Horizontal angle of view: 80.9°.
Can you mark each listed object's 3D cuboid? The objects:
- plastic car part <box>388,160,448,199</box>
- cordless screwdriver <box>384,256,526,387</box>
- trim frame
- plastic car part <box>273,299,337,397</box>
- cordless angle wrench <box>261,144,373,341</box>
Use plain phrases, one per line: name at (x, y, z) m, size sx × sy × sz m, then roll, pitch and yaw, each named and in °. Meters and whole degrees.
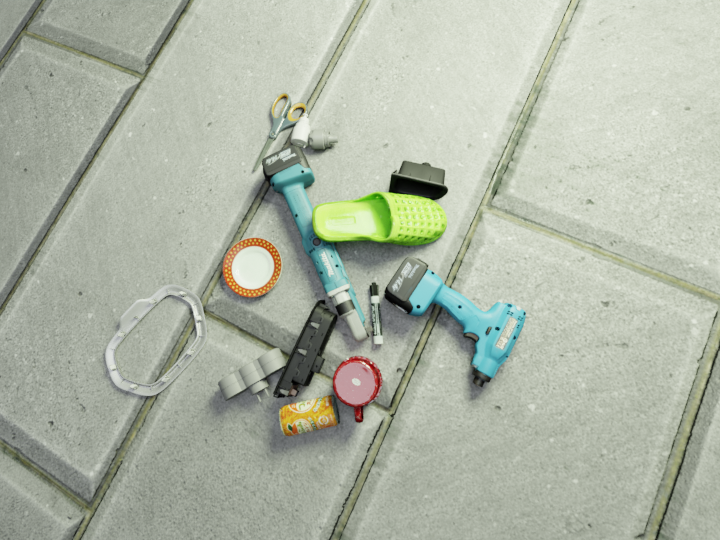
plastic car part at (0.123, -0.193, 0.874) m, size 0.118 × 0.064 × 0.072 m, roll 11°, pitch 65°, yaw 7°
cordless screwdriver at (0.160, 0.090, 0.787) m, size 0.254 × 0.073 × 0.159 m, roll 28°, pitch 82°, yaw 11°
trim frame at (-0.435, 0.145, 0.896) m, size 0.190 × 0.027 × 0.248 m, roll 42°, pitch 88°, yaw 17°
plastic car part at (-0.098, 0.153, 0.810) m, size 0.070 × 0.063 × 0.204 m, roll 15°, pitch 77°, yaw 23°
cordless angle wrench at (-0.085, -0.055, 0.867) m, size 0.098 × 0.072 × 0.433 m, roll -25°, pitch 76°, yaw 1°
